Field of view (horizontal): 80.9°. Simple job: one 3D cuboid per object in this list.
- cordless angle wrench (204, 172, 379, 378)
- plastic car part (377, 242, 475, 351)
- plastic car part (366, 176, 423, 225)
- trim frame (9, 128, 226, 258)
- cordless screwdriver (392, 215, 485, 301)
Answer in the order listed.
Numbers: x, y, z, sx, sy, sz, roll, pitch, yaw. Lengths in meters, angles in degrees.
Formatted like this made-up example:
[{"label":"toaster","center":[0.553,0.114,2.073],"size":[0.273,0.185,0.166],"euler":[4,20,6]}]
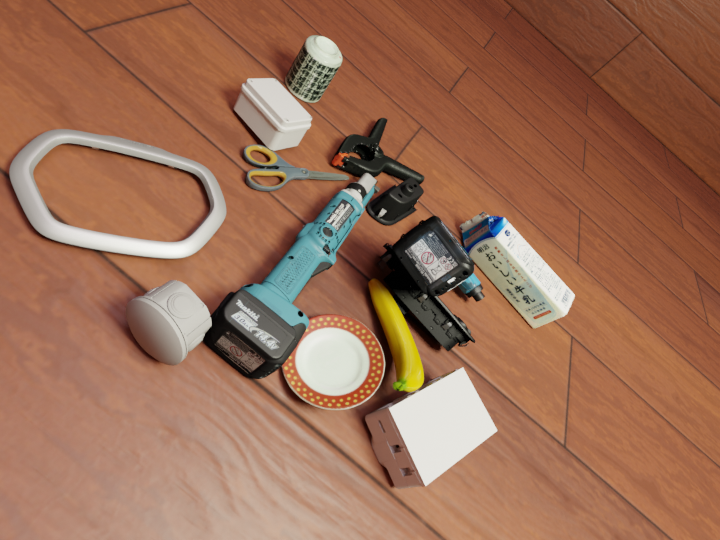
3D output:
[{"label":"cordless angle wrench","center":[-0.060,-0.039,0.613],"size":[0.097,0.075,0.422],"euler":[38,44,-7]},{"label":"plastic car part","center":[0.094,0.048,0.652],"size":[0.205,0.066,0.067],"euler":[45,85,4]},{"label":"plastic car part","center":[0.072,-0.131,0.760],"size":[0.067,0.072,0.114],"euler":[49,43,4]},{"label":"trim frame","center":[-0.291,-0.100,0.532],"size":[0.238,0.028,0.190],"euler":[8,57,-27]},{"label":"cordless screwdriver","center":[0.137,-0.006,0.653],"size":[0.162,0.075,0.242],"euler":[54,15,7]}]
